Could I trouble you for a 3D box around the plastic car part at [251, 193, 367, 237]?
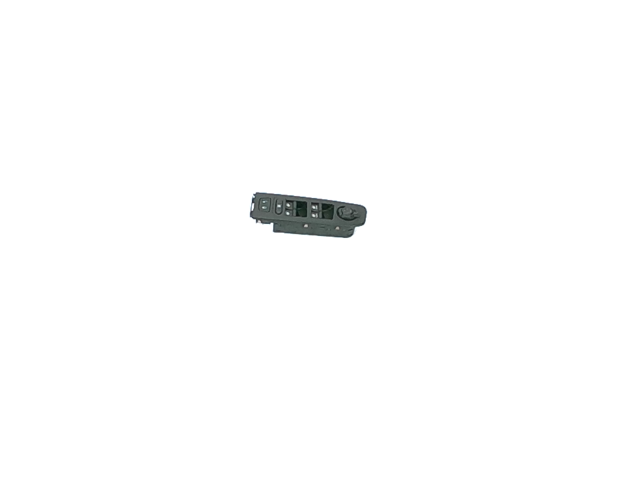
[{"bbox_3d":[-0.018,-0.036,0.751,0.203,0.067,0.066,1,39,-5],"label":"plastic car part"}]
